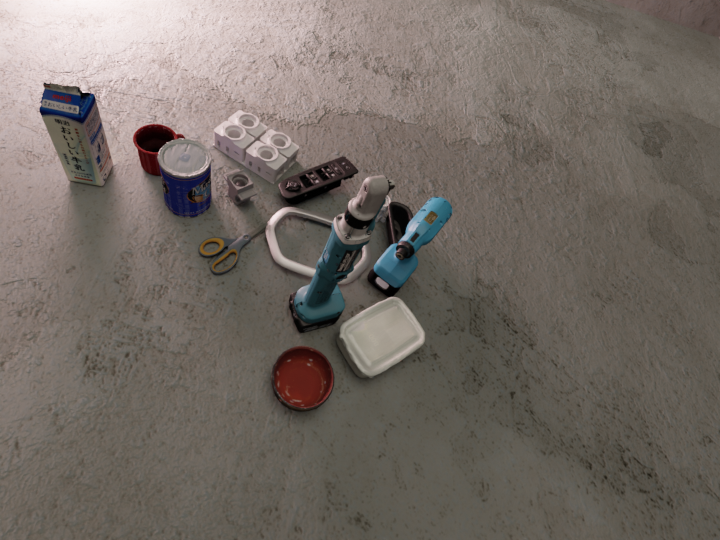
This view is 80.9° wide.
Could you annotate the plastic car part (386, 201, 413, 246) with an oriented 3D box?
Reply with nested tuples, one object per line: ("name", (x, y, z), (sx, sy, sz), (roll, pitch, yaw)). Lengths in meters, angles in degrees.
("plastic car part", (0.088, -0.095, 0.991), (0.064, 0.070, 0.120), (0, 59, -17))

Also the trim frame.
("trim frame", (-0.093, -0.061, 0.951), (0.247, 0.027, 0.187), (15, 56, -4))

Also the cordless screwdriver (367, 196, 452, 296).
("cordless screwdriver", (0.082, -0.027, 0.840), (0.076, 0.247, 0.157), (39, 57, 6))

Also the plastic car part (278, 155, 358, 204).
("plastic car part", (-0.108, -0.212, 1.019), (0.198, 0.066, 0.069), (-25, 70, -26))

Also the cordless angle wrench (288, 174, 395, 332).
("cordless angle wrench", (-0.040, -0.011, 0.697), (0.095, 0.420, 0.077), (-11, 65, -24))
